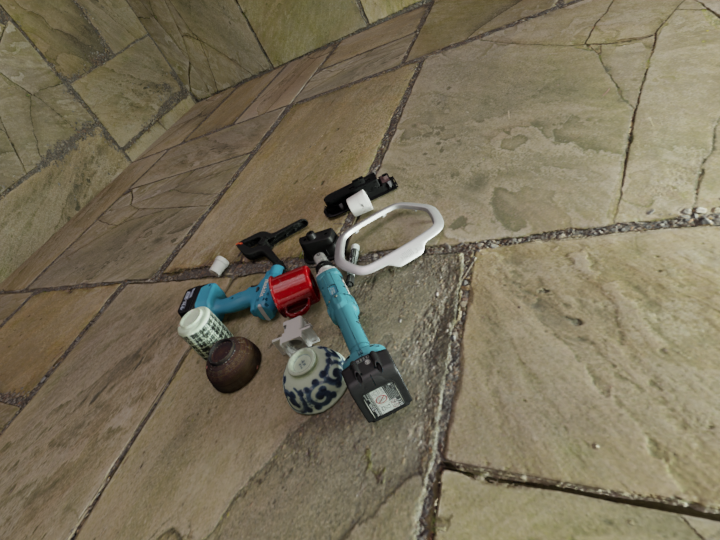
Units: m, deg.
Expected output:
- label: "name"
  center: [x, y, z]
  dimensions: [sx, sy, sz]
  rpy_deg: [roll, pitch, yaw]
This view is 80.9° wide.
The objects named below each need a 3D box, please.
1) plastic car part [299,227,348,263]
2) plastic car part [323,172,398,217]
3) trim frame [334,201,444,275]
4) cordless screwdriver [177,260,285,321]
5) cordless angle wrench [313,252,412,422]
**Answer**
- label: "plastic car part"
  center: [-0.096, -0.063, 0.980]
  dimensions: [0.120, 0.067, 0.067]
  rpy_deg: [-11, 39, 22]
- label: "plastic car part"
  center: [-0.010, -0.198, 1.084]
  dimensions: [0.205, 0.063, 0.069]
  rpy_deg: [-27, 43, 11]
- label: "trim frame"
  center: [0.056, -0.072, 0.899]
  dimensions: [0.246, 0.026, 0.194]
  rpy_deg: [-31, 39, -9]
- label: "cordless screwdriver"
  center: [-0.291, 0.055, 0.987]
  dimensions: [0.255, 0.071, 0.163]
  rpy_deg: [-12, 40, 20]
- label: "cordless angle wrench"
  center: [-0.031, 0.073, 0.768]
  dimensions: [0.074, 0.093, 0.442]
  rpy_deg: [-28, 33, -2]
